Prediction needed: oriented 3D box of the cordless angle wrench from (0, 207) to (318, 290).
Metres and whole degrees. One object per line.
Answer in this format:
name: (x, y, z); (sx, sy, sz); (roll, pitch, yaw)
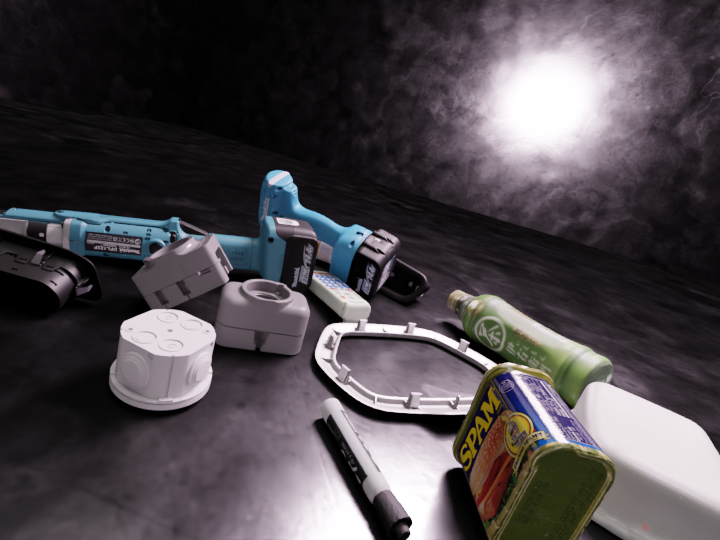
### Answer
cordless angle wrench: (-0.272, -0.040, 0.573); (0.413, 0.097, 0.077); (5, 18, -14)

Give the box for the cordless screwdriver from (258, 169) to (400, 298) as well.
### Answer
cordless screwdriver: (-0.069, -0.045, 0.702); (0.257, 0.157, 0.073); (33, 46, 15)

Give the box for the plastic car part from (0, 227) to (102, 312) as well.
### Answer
plastic car part: (-0.363, -0.006, 0.418); (0.202, 0.065, 0.068); (14, 26, -4)

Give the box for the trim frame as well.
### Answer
trim frame: (0.066, 0.105, 0.480); (0.239, 0.027, 0.193); (9, 19, -25)

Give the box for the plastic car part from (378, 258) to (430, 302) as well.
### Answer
plastic car part: (0.067, 0.016, 0.721); (0.123, 0.066, 0.067); (29, 6, 31)
